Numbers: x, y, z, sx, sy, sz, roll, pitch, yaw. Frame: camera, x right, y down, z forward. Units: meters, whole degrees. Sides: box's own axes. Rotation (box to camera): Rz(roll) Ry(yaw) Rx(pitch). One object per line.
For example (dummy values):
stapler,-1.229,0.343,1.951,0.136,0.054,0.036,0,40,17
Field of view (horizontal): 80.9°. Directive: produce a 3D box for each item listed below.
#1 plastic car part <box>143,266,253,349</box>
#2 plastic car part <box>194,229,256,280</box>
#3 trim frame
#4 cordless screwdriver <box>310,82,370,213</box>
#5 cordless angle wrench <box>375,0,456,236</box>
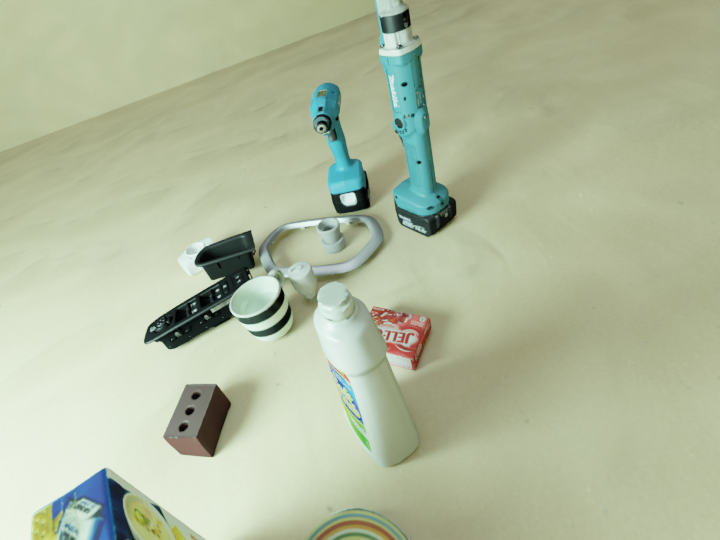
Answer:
plastic car part,-0.269,0.071,0.723,0.201,0.064,0.070,-28,41,-9
plastic car part,-0.250,-0.019,0.811,0.116,0.068,0.069,-22,40,-2
trim frame,-0.079,-0.052,0.809,0.255,0.026,0.188,-7,42,16
cordless screwdriver,-0.042,-0.217,0.812,0.076,0.238,0.163,-9,40,10
cordless angle wrench,0.078,-0.241,0.662,0.073,0.404,0.104,-36,43,-22
